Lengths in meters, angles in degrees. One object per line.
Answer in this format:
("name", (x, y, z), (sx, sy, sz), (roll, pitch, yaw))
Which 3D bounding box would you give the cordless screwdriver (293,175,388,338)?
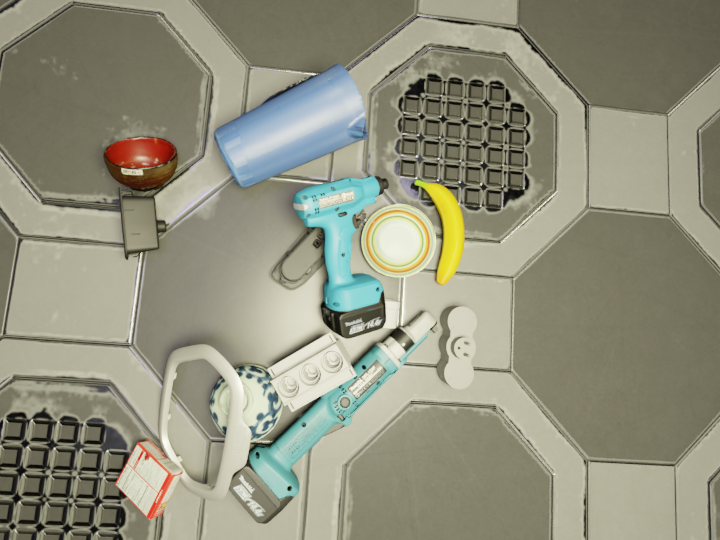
("cordless screwdriver", (-0.008, -0.027, 0.688), (0.155, 0.078, 0.244), (-17, 105, -22))

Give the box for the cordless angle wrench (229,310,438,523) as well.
("cordless angle wrench", (-0.030, 0.216, 0.700), (0.421, 0.075, 0.098), (-42, 90, -10))

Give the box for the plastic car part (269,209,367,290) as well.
("plastic car part", (-0.072, -0.047, 0.732), (0.065, 0.068, 0.202), (44, 85, -9))

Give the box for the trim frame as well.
("trim frame", (-0.243, 0.229, 0.645), (0.193, 0.026, 0.247), (18, 101, 30))

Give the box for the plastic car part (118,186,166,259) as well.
("plastic car part", (-0.367, -0.080, 0.714), (0.069, 0.068, 0.117), (-9, 89, -22))
